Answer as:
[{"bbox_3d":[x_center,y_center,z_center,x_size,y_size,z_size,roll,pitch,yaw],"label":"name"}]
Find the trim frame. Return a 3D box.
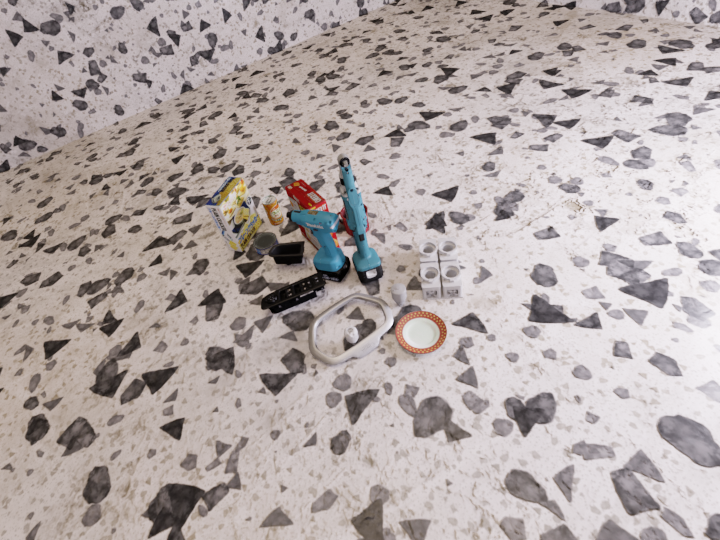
[{"bbox_3d":[-0.030,0.154,1.144,0.245,0.026,0.195,-33,47,-15],"label":"trim frame"}]

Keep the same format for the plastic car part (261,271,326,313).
[{"bbox_3d":[-0.196,0.073,1.246,0.202,0.064,0.069,-20,45,-2],"label":"plastic car part"}]

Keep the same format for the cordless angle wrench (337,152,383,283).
[{"bbox_3d":[-0.009,-0.135,1.147,0.074,0.404,0.102,-18,45,-4],"label":"cordless angle wrench"}]

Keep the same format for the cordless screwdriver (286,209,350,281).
[{"bbox_3d":[-0.122,-0.080,1.247,0.166,0.238,0.074,13,51,26],"label":"cordless screwdriver"}]

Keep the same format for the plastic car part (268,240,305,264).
[{"bbox_3d":[-0.233,-0.048,1.371,0.119,0.068,0.068,-6,45,11],"label":"plastic car part"}]
